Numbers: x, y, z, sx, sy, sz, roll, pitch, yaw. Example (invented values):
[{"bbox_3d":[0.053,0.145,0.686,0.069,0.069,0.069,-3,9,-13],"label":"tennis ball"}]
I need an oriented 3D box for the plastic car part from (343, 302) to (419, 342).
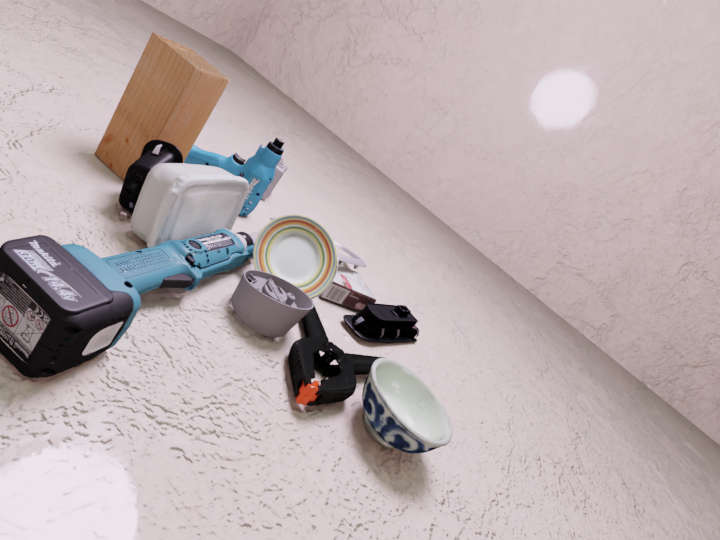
[{"bbox_3d":[0.050,0.091,0.749,0.192,0.067,0.069,7,43,-52],"label":"plastic car part"}]

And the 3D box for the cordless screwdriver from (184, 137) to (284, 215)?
[{"bbox_3d":[-0.270,-0.226,0.769,0.244,0.159,0.076,32,20,-10],"label":"cordless screwdriver"}]

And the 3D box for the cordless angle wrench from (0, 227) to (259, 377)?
[{"bbox_3d":[-0.211,-0.009,0.507,0.099,0.074,0.417,39,16,2],"label":"cordless angle wrench"}]

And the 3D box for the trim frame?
[{"bbox_3d":[-0.082,-0.054,0.841,0.192,0.027,0.238,33,10,23],"label":"trim frame"}]

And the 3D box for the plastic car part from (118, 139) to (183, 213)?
[{"bbox_3d":[-0.291,-0.117,0.570,0.065,0.117,0.071,34,43,-8],"label":"plastic car part"}]
